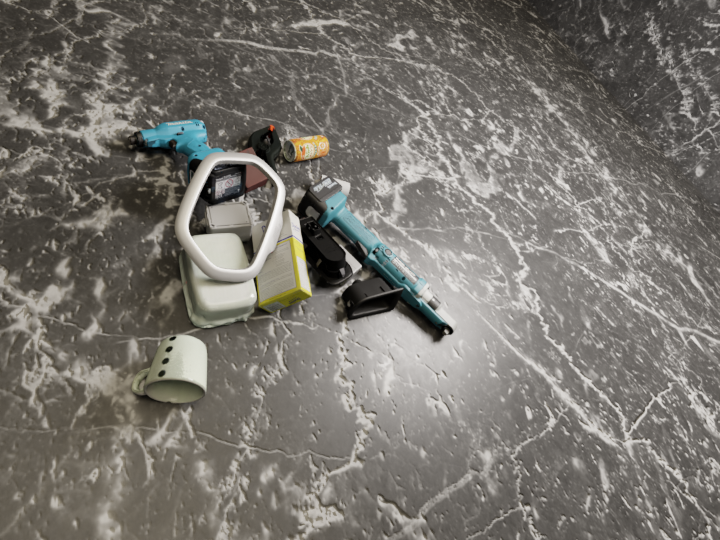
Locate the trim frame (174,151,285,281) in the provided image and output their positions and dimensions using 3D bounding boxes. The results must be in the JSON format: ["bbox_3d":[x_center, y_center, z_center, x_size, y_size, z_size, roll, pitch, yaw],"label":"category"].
[{"bbox_3d":[-0.217,-0.099,0.738,0.176,0.028,0.252,25,61,-26],"label":"trim frame"}]

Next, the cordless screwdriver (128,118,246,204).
[{"bbox_3d":[-0.343,-0.225,0.841,0.154,0.073,0.262,-21,50,-35],"label":"cordless screwdriver"}]

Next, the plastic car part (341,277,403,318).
[{"bbox_3d":[0.014,0.047,0.847,0.112,0.065,0.075,-8,46,-27],"label":"plastic car part"}]

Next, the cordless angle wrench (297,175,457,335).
[{"bbox_3d":[0.044,-0.026,0.906,0.430,0.074,0.096,45,49,8],"label":"cordless angle wrench"}]

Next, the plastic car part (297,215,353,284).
[{"bbox_3d":[-0.081,-0.053,0.823,0.064,0.065,0.214,-15,46,-30],"label":"plastic car part"}]
